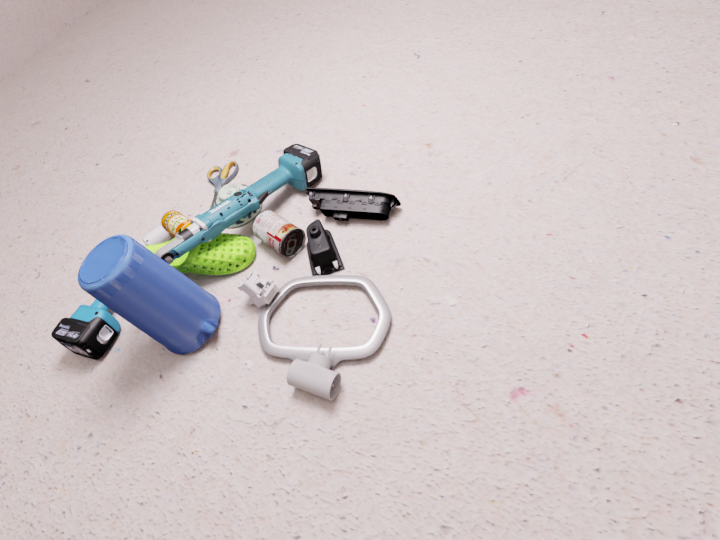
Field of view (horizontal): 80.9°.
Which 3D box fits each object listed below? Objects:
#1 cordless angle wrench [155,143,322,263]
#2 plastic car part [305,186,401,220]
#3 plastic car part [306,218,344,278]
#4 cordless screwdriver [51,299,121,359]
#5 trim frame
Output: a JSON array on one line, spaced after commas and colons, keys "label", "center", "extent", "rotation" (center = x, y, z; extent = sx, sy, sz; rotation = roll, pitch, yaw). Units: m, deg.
[{"label": "cordless angle wrench", "center": [-0.255, -0.143, 0.912], "extent": [0.103, 0.071, 0.417], "rotation": [28, 55, 31]}, {"label": "plastic car part", "center": [-0.020, -0.139, 0.893], "extent": [0.210, 0.063, 0.068], "rotation": [3, 65, 20]}, {"label": "plastic car part", "center": [-0.083, -0.054, 0.844], "extent": [0.066, 0.068, 0.122], "rotation": [-19, 54, 0]}, {"label": "cordless screwdriver", "center": [-0.515, 0.061, 0.899], "extent": [0.164, 0.071, 0.253], "rotation": [1, 51, 18]}, {"label": "trim frame", "center": [-0.069, 0.086, 0.761], "extent": [0.254, 0.026, 0.188], "rotation": [-3, 52, 14]}]
